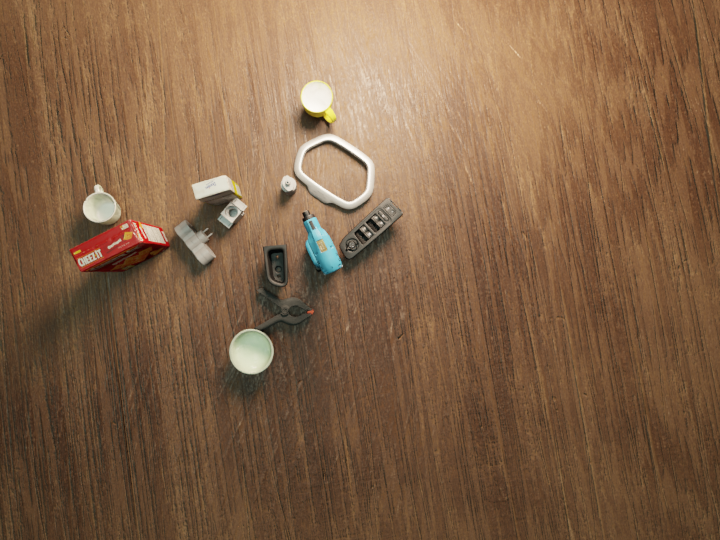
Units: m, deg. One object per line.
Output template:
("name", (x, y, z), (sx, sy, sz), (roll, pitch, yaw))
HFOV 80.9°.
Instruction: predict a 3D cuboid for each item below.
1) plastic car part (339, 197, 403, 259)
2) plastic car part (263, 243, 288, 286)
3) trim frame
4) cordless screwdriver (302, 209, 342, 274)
("plastic car part", (0.022, -0.115, 1.197), (0.203, 0.067, 0.066), (-42, 91, -2))
("plastic car part", (-0.233, -0.011, 1.188), (0.066, 0.071, 0.117), (-5, 88, -3))
("trim frame", (-0.074, -0.286, 1.225), (0.249, 0.027, 0.184), (33, 87, 1))
("cordless screwdriver", (-0.108, -0.071, 1.103), (0.074, 0.249, 0.159), (-25, 92, -5))
